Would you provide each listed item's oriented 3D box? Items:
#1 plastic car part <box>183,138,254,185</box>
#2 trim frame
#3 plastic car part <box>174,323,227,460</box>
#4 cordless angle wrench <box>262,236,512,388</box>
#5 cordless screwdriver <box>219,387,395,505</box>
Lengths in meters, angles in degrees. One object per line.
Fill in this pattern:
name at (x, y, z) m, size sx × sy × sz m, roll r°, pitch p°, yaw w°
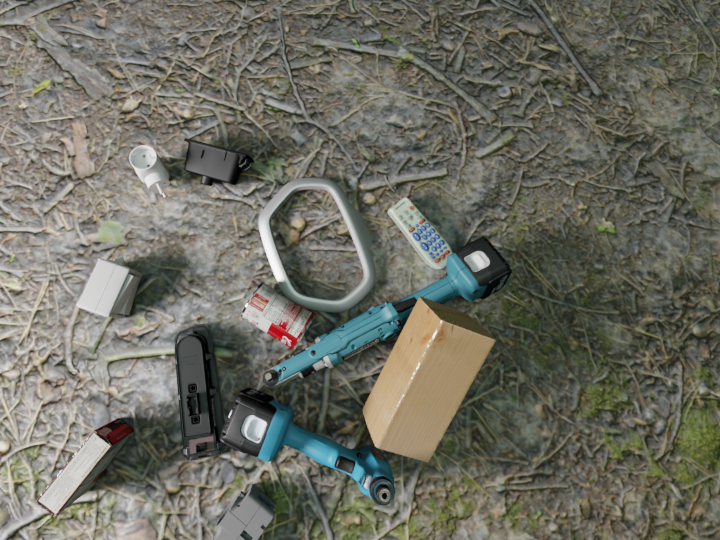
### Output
plastic car part at (-0.256, -0.182, 0.742) m, size 0.117 × 0.066 × 0.071 m, roll 13°, pitch 92°, yaw 1°
trim frame at (-0.072, -0.047, 0.735) m, size 0.183 × 0.027 × 0.253 m, roll -22°, pitch 78°, yaw -7°
plastic car part at (-0.257, 0.186, 0.655) m, size 0.066 × 0.066 × 0.207 m, roll -11°, pitch 76°, yaw -1°
cordless angle wrench at (0.036, 0.082, 0.683) m, size 0.421 × 0.094 × 0.077 m, roll -27°, pitch 64°, yaw -4°
cordless screwdriver at (-0.072, 0.252, 0.599) m, size 0.250 × 0.158 × 0.075 m, roll 22°, pitch 78°, yaw 2°
